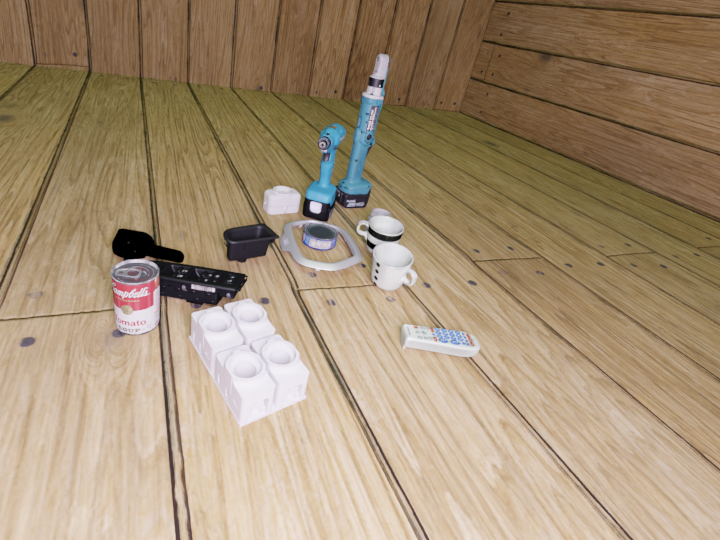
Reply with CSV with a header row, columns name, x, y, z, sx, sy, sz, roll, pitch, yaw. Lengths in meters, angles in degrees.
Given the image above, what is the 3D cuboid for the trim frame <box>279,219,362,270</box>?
name,x,y,z,sx,sy,sz,roll,pitch,yaw
trim frame,-0.098,-0.064,1.003,0.179,0.027,0.260,0,32,-19

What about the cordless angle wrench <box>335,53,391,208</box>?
name,x,y,z,sx,sy,sz,roll,pitch,yaw
cordless angle wrench,0.012,-0.380,1.185,0.094,0.415,0.078,-4,34,-30

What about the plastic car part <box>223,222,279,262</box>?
name,x,y,z,sx,sy,sz,roll,pitch,yaw
plastic car part,-0.240,-0.052,0.893,0.112,0.069,0.070,-17,41,-40

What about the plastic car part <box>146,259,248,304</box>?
name,x,y,z,sx,sy,sz,roll,pitch,yaw
plastic car part,-0.307,0.022,0.751,0.204,0.066,0.067,13,30,2

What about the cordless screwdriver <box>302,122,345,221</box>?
name,x,y,z,sx,sy,sz,roll,pitch,yaw
cordless screwdriver,-0.096,-0.246,1.095,0.075,0.244,0.160,16,29,3
